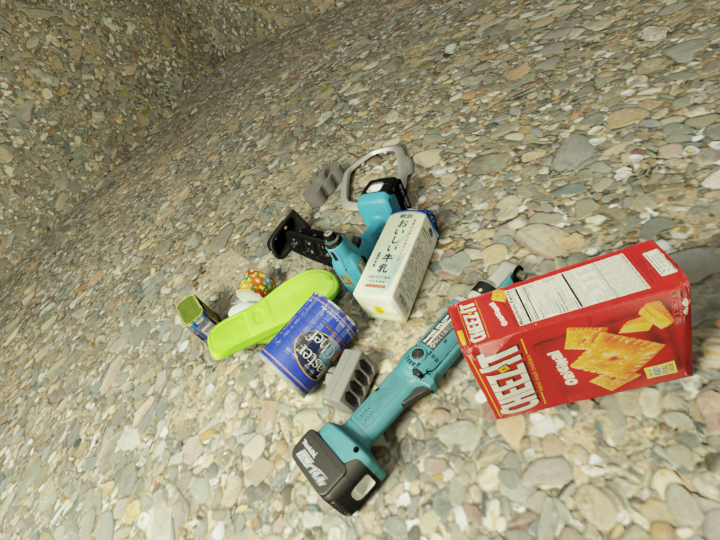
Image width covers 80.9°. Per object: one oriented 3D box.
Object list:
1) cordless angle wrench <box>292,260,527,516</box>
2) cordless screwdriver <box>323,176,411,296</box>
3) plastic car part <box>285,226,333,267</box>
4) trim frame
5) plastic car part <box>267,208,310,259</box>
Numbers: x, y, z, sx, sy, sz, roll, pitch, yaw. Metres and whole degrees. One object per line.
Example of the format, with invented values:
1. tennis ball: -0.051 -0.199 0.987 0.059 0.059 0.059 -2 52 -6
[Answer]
1. cordless angle wrench: 0.089 0.133 0.592 0.420 0.071 0.104 -45 39 -14
2. cordless screwdriver: 0.012 -0.085 0.799 0.078 0.151 0.250 -3 46 34
3. plastic car part: -0.090 -0.059 0.918 0.214 0.063 0.066 14 49 44
4. trim frame: 0.037 -0.225 1.022 0.189 0.026 0.255 -19 40 20
5. plastic car part: -0.188 -0.084 1.023 0.116 0.063 0.074 -53 27 -17
